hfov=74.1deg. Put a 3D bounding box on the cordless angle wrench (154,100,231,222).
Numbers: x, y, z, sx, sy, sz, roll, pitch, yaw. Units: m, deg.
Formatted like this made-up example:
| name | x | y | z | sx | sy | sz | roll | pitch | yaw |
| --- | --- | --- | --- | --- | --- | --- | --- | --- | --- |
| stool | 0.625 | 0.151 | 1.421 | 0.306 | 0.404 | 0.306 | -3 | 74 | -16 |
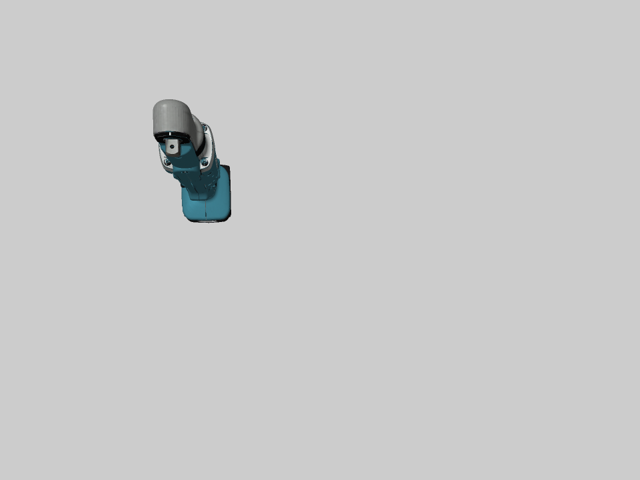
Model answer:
| name | x | y | z | sx | sy | sz | roll | pitch | yaw |
| --- | --- | --- | --- | --- | --- | --- | --- | --- | --- |
| cordless angle wrench | -0.149 | -0.084 | 0.512 | 0.074 | 0.098 | 0.423 | -2 | -2 | -11 |
